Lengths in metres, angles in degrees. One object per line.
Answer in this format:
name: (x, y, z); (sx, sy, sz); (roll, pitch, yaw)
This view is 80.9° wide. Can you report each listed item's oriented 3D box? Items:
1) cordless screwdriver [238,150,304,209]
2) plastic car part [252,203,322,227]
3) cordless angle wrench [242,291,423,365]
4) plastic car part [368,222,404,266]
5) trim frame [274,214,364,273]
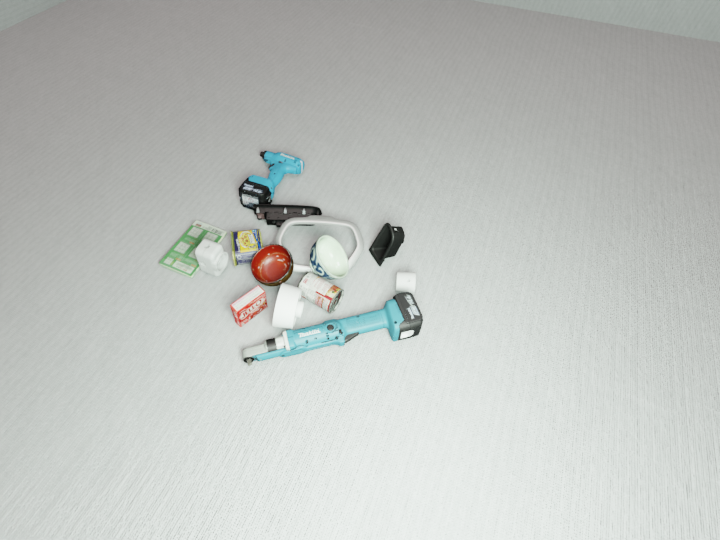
cordless screwdriver: (-0.303, -0.299, 1.345); (0.164, 0.072, 0.249); (20, 51, 15)
plastic car part: (-0.213, -0.161, 1.241); (0.202, 0.064, 0.069); (-2, 62, -2)
cordless angle wrench: (-0.068, 0.148, 0.995); (0.419, 0.072, 0.102); (-13, 53, -7)
plastic car part: (0.083, -0.076, 1.150); (0.068, 0.116, 0.069); (-3, 49, -36)
trim frame: (-0.115, -0.075, 1.171); (0.250, 0.027, 0.188); (2, 67, 4)
